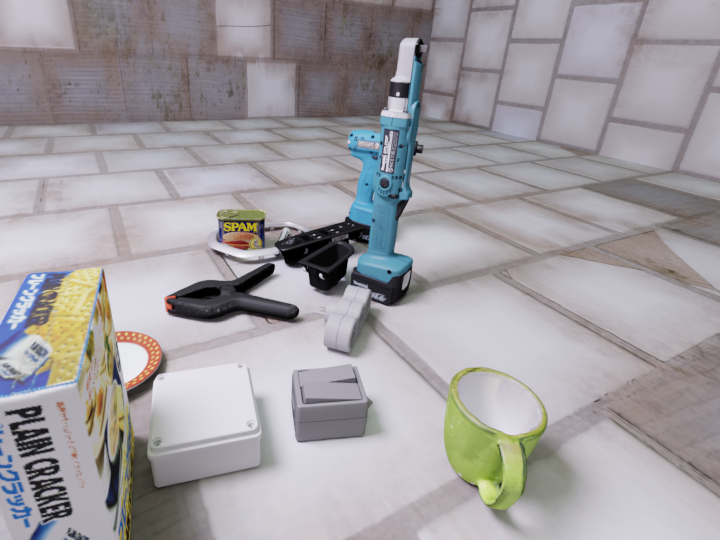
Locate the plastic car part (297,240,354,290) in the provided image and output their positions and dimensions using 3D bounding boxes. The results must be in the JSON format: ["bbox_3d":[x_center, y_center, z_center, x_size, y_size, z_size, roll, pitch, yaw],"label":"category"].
[{"bbox_3d":[-0.055,-0.002,0.777,0.069,0.069,0.114,19,30,27],"label":"plastic car part"}]

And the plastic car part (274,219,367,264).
[{"bbox_3d":[-0.086,-0.056,0.883,0.196,0.065,0.070,-15,32,-31],"label":"plastic car part"}]

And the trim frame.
[{"bbox_3d":[-0.215,-0.071,0.940,0.240,0.027,0.195,-14,32,-30],"label":"trim frame"}]

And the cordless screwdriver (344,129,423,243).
[{"bbox_3d":[0.045,-0.182,0.947,0.164,0.243,0.074,13,26,17],"label":"cordless screwdriver"}]

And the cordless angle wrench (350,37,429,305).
[{"bbox_3d":[0.053,-0.146,0.692,0.103,0.414,0.072,19,28,26],"label":"cordless angle wrench"}]
